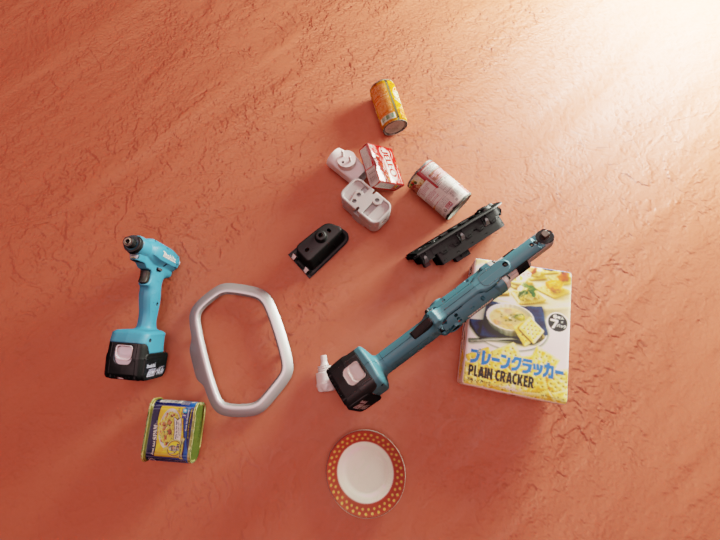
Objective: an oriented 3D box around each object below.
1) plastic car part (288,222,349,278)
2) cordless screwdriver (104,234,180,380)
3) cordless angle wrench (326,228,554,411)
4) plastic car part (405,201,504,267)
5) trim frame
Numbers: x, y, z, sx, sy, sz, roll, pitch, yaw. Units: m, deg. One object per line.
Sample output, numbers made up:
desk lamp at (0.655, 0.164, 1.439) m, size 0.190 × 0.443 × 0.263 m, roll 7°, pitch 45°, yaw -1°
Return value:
plastic car part at (-0.078, -0.051, 0.802) m, size 0.116 × 0.069 × 0.068 m, roll -42°, pitch 78°, yaw -5°
cordless screwdriver at (-0.392, 0.065, 0.752) m, size 0.075 × 0.156 × 0.252 m, roll 3°, pitch 76°, yaw 2°
cordless angle wrench at (0.137, 0.073, 0.689) m, size 0.424 × 0.093 × 0.078 m, roll -38°, pitch 61°, yaw 4°
plastic car part at (0.187, -0.061, 0.783) m, size 0.202 × 0.066 × 0.068 m, roll -36°, pitch 85°, yaw -6°
trim frame at (-0.226, 0.140, 0.780) m, size 0.184 × 0.027 × 0.255 m, roll -22°, pitch 74°, yaw -2°
